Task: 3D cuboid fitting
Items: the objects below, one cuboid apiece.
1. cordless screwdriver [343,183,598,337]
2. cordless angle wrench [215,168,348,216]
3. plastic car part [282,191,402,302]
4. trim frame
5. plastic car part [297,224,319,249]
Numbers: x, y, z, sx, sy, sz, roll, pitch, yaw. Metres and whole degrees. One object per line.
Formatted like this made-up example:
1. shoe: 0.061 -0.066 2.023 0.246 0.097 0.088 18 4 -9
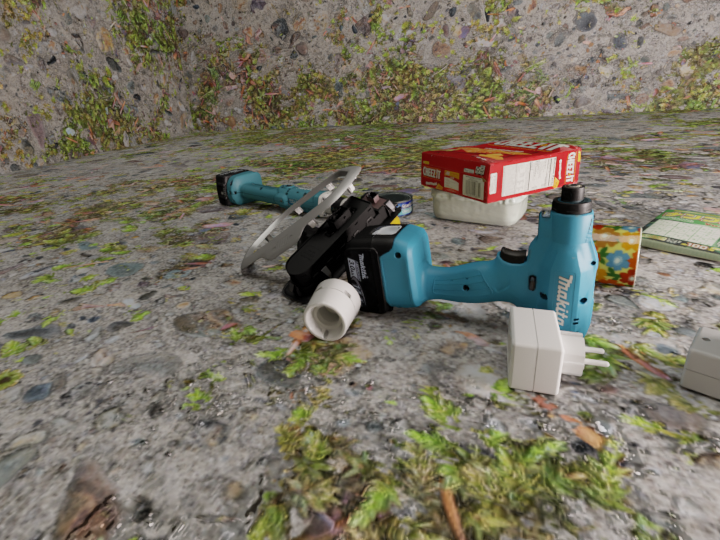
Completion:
1. cordless screwdriver: 0.107 -0.015 0.455 0.260 0.155 0.073 7 24 28
2. cordless angle wrench: -0.157 -0.164 0.941 0.446 0.072 0.095 16 31 34
3. plastic car part: -0.030 -0.041 0.572 0.070 0.064 0.202 29 71 32
4. trim frame: -0.094 -0.081 0.647 0.254 0.027 0.186 -30 22 27
5. plastic car part: -0.066 -0.043 0.677 0.070 0.065 0.119 9 19 -8
